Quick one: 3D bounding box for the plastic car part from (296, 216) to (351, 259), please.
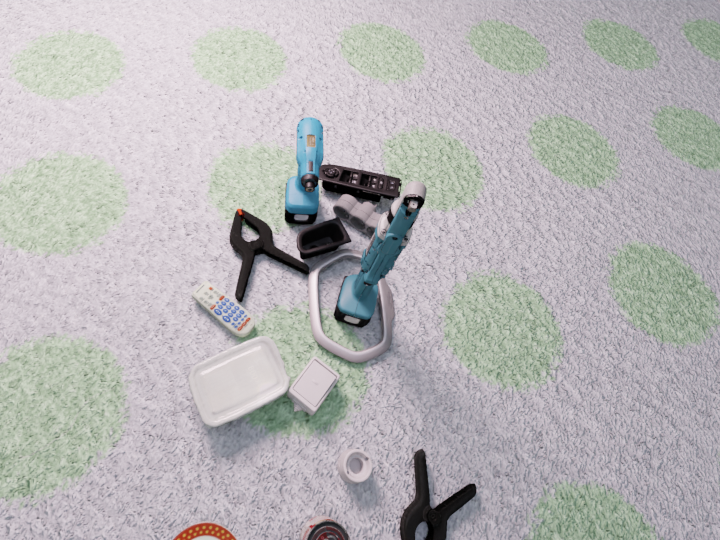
[{"bbox_3d":[-0.089,-0.059,0.915,0.114,0.070,0.068,-21,69,-19],"label":"plastic car part"}]

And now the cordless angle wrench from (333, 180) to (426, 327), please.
[{"bbox_3d":[0.029,-0.015,0.710,0.074,0.418,0.099,18,62,-4],"label":"cordless angle wrench"}]

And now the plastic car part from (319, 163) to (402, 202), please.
[{"bbox_3d":[-0.009,-0.206,1.008,0.203,0.066,0.067,15,61,0],"label":"plastic car part"}]

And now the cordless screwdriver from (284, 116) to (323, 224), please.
[{"bbox_3d":[-0.115,-0.173,0.873,0.073,0.246,0.163,3,63,-12],"label":"cordless screwdriver"}]

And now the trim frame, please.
[{"bbox_3d":[-0.017,0.067,0.882,0.181,0.027,0.256,-2,62,-9],"label":"trim frame"}]
